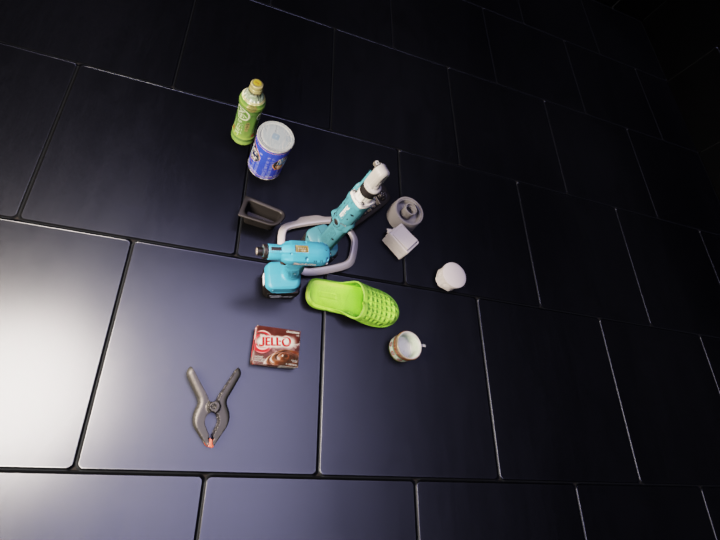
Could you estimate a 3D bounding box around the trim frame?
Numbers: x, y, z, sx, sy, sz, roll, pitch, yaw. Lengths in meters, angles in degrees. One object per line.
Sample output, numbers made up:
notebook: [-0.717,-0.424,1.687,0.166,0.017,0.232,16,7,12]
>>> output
trim frame: [-0.116,-0.076,1.188,0.240,0.028,0.189,-12,71,-26]

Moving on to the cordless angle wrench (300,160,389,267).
cordless angle wrench: [-0.039,-0.125,1.009,0.072,0.427,0.100,-22,80,-31]

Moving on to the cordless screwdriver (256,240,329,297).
cordless screwdriver: [-0.187,-0.004,0.997,0.154,0.251,0.076,3,69,-23]

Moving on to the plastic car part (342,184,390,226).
plastic car part: [0.015,-0.189,1.269,0.199,0.068,0.067,-39,87,-31]

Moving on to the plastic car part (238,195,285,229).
plastic car part: [-0.268,-0.141,1.135,0.114,0.071,0.067,21,61,-13]
